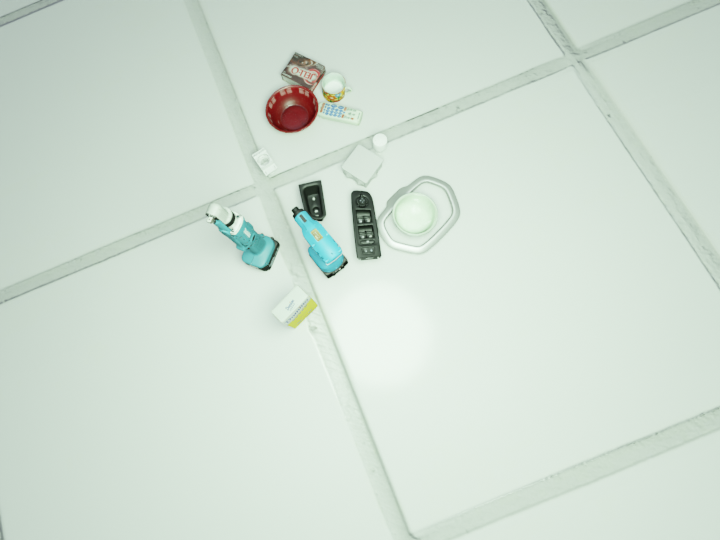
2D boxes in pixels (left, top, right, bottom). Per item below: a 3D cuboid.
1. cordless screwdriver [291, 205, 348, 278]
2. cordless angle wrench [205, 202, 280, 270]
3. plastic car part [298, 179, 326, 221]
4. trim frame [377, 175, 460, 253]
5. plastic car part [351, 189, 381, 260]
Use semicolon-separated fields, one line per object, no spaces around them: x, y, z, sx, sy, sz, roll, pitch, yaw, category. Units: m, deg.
-0.105;-0.069;1.076;0.074;0.244;0.163;-38;80;-6;cordless screwdriver
-0.280;-0.084;1.011;0.075;0.415;0.098;20;81;4;cordless angle wrench
-0.130;-0.186;1.197;0.066;0.069;0.119;-12;77;1;plastic car part
0.161;-0.156;1.179;0.189;0.027;0.248;43;84;13;trim frame
0.012;-0.124;1.168;0.067;0.065;0.206;-7;76;2;plastic car part
